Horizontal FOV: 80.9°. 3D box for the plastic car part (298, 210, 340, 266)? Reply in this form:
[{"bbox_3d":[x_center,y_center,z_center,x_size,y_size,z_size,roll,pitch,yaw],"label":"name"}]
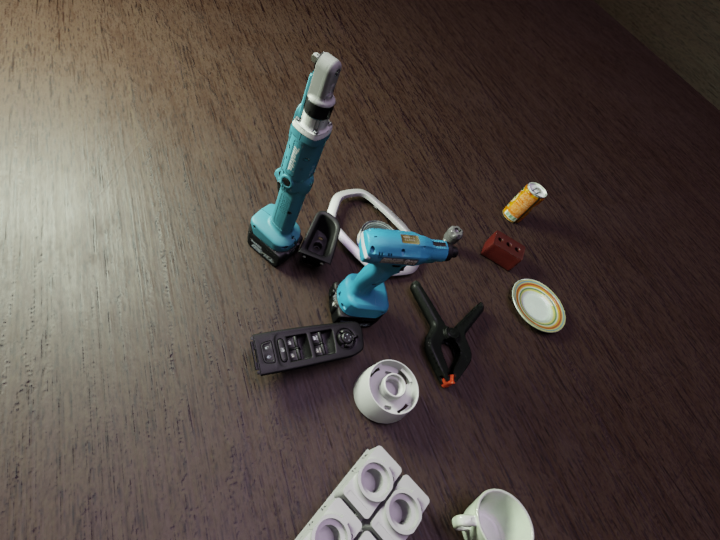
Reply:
[{"bbox_3d":[-0.083,-0.054,0.850,0.065,0.070,0.118,22,52,-7],"label":"plastic car part"}]

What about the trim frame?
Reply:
[{"bbox_3d":[0.031,-0.087,0.939,0.255,0.027,0.180,44,54,14],"label":"trim frame"}]

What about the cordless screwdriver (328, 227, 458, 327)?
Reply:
[{"bbox_3d":[0.044,0.017,0.731,0.155,0.248,0.077,5,57,-19],"label":"cordless screwdriver"}]

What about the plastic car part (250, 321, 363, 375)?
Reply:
[{"bbox_3d":[-0.087,0.134,0.719,0.196,0.066,0.069,-8,61,-24],"label":"plastic car part"}]

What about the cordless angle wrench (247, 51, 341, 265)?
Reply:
[{"bbox_3d":[-0.107,-0.157,0.693,0.099,0.421,0.073,41,52,6],"label":"cordless angle wrench"}]
